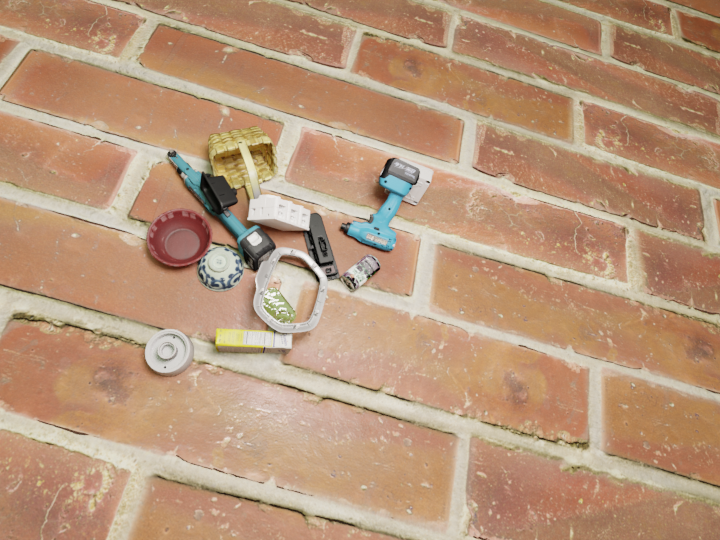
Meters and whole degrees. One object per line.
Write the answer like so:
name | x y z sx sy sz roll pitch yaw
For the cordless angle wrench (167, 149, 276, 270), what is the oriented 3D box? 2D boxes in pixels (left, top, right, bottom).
cordless angle wrench | -0.391 -0.180 1.142 0.073 0.096 0.435 -38 74 -23

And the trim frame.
trim frame | -0.168 0.042 1.033 0.180 0.028 0.253 25 48 -12

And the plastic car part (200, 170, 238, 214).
plastic car part | -0.354 -0.199 1.082 0.069 0.066 0.120 -27 71 -33

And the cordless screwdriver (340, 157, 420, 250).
cordless screwdriver | 0.055 -0.190 1.168 0.159 0.075 0.247 20 102 -2

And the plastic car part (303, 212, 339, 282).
plastic car part | -0.113 -0.074 1.155 0.065 0.066 0.209 -15 68 -10
